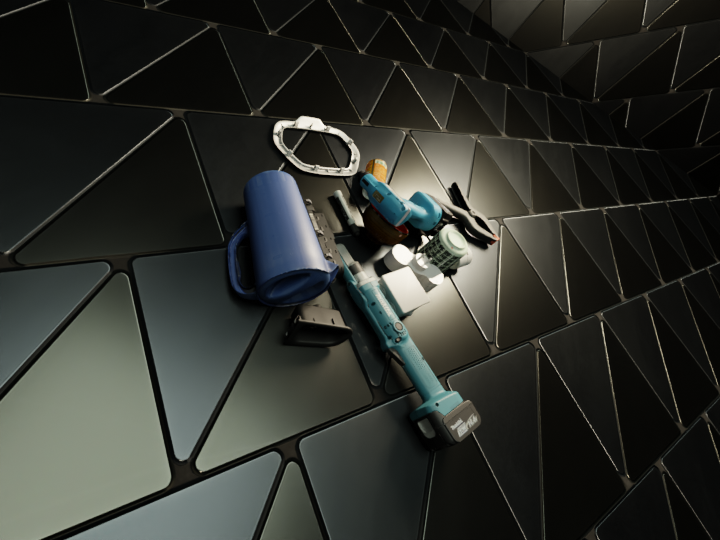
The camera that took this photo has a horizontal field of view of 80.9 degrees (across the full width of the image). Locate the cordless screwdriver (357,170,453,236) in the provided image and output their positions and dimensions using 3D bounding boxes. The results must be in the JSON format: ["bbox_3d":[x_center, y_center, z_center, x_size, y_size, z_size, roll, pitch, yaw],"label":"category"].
[{"bbox_3d":[0.102,-0.160,0.991,0.236,0.074,0.167,5,39,-51],"label":"cordless screwdriver"}]

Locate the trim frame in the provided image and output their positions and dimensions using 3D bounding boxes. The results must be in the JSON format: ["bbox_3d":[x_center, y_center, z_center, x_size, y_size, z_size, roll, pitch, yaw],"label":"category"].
[{"bbox_3d":[-0.104,-0.314,1.063,0.238,0.028,0.191,-4,59,-31],"label":"trim frame"}]

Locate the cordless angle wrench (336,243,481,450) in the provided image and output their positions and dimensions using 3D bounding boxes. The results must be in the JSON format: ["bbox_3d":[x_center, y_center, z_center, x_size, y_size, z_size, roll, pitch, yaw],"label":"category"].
[{"bbox_3d":[0.059,0.121,0.813,0.094,0.074,0.437,-17,65,-38],"label":"cordless angle wrench"}]

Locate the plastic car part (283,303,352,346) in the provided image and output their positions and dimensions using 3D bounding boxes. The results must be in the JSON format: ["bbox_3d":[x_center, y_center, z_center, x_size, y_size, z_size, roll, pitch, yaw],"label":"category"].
[{"bbox_3d":[-0.079,0.092,0.759,0.111,0.066,0.074,9,41,-32],"label":"plastic car part"}]

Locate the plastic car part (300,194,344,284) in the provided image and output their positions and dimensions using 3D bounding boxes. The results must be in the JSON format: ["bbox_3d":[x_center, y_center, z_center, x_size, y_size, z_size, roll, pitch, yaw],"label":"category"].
[{"bbox_3d":[-0.083,-0.054,0.844,0.064,0.067,0.211,4,52,-33],"label":"plastic car part"}]
